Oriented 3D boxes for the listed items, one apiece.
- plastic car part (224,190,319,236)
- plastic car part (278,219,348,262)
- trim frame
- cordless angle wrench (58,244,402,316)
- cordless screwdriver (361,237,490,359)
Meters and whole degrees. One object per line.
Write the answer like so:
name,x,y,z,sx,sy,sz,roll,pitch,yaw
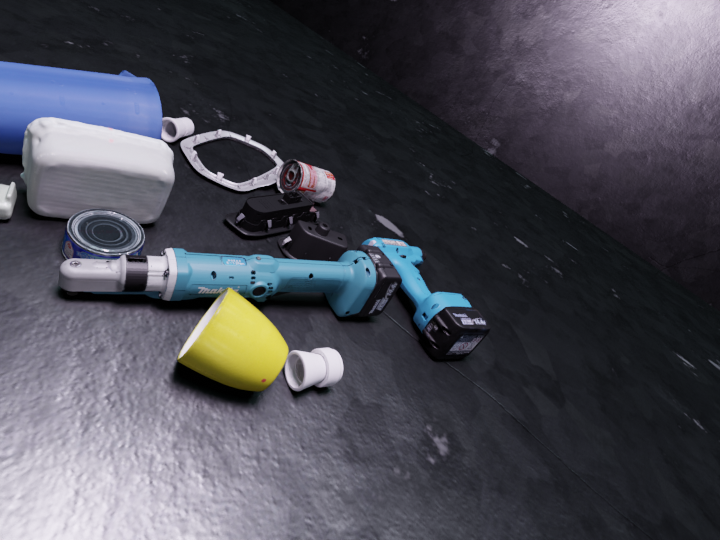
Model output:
plastic car part,-0.138,-0.101,0.724,0.068,0.067,0.196,49,36,12
plastic car part,-0.067,-0.044,0.690,0.112,0.071,0.068,22,31,-24
trim frame,-0.241,-0.222,0.837,0.186,0.027,0.247,34,29,2
cordless angle wrench,-0.135,0.010,0.537,0.404,0.097,0.078,3,39,-34
cordless screwdriver,0.118,0.034,0.742,0.151,0.074,0.262,3,37,-40
